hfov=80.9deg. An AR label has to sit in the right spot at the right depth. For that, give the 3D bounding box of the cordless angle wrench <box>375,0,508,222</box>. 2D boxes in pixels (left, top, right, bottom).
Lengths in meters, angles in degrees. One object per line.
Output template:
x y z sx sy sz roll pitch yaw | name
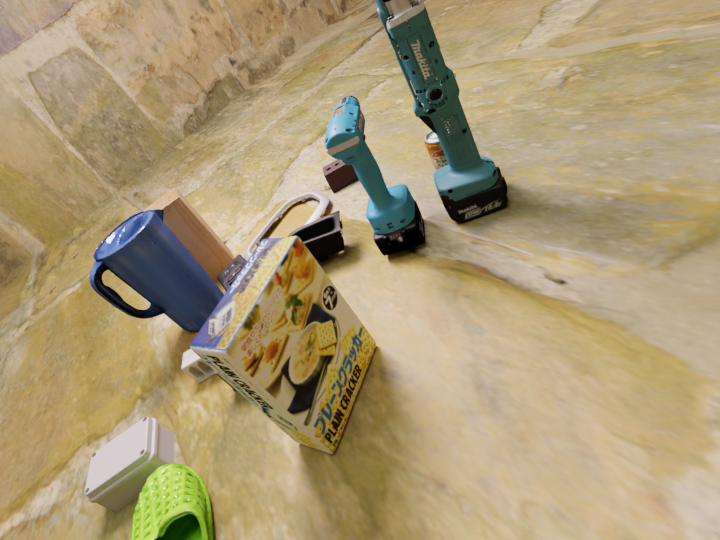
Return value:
0.100 -0.250 0.585 0.100 0.403 0.076 -20 35 20 | cordless angle wrench

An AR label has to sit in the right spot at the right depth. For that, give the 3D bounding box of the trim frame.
-0.166 -0.100 0.953 0.193 0.026 0.249 0 48 39 | trim frame

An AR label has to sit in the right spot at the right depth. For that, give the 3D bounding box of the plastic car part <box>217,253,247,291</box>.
-0.203 0.043 0.784 0.066 0.064 0.214 -41 35 -11 | plastic car part

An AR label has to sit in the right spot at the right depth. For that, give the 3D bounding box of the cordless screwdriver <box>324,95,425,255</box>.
0.024 -0.155 0.680 0.076 0.237 0.163 -19 36 21 | cordless screwdriver

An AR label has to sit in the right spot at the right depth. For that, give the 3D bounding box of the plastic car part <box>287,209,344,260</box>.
-0.077 -0.050 0.787 0.118 0.067 0.068 -23 35 16 | plastic car part
